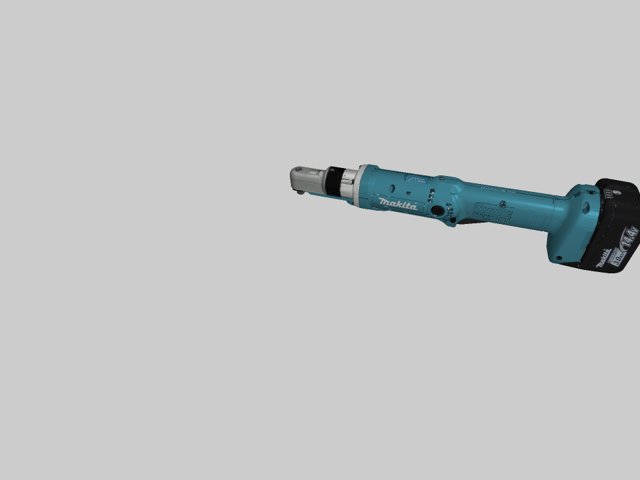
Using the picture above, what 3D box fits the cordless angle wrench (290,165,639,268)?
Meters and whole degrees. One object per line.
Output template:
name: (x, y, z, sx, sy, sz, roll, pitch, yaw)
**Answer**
cordless angle wrench: (0.156, -0.051, 0.544, 0.423, 0.098, 0.074, 12, 45, 17)
